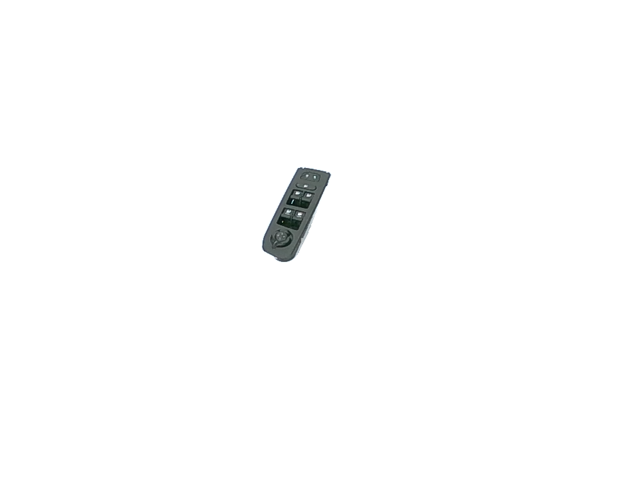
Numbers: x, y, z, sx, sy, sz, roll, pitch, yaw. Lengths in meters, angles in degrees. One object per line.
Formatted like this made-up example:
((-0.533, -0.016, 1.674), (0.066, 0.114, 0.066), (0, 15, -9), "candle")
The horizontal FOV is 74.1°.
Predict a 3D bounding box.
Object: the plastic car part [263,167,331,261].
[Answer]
((-0.044, -0.043, 0.759), (0.066, 0.202, 0.067), (18, -36, 8), "plastic car part")
